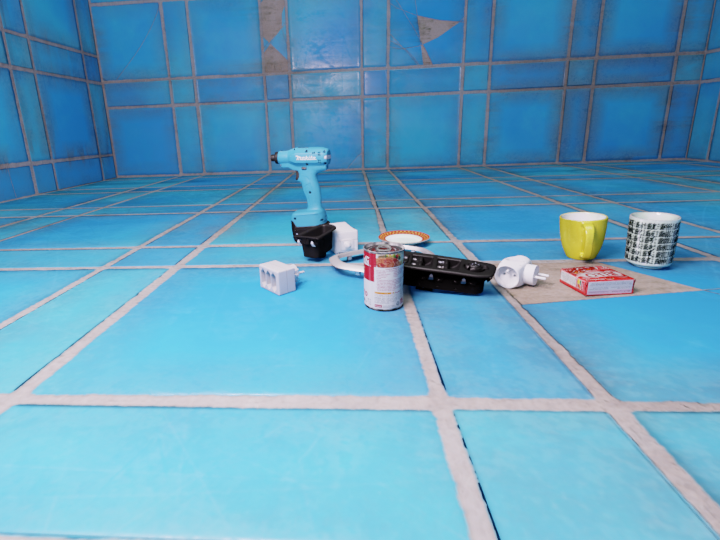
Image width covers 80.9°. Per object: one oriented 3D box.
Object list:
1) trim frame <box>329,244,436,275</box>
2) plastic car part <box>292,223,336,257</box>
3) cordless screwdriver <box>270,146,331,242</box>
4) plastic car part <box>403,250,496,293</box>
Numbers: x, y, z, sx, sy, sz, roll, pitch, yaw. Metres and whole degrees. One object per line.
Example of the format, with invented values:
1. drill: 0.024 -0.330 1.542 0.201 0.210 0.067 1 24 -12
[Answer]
1. trim frame: 0.052 -0.025 0.919 0.240 0.027 0.194 -13 22 -30
2. plastic car part: -0.096 -0.063 0.982 0.069 0.069 0.113 7 20 27
3. cordless screwdriver: -0.156 -0.200 1.122 0.163 0.244 0.074 3 16 15
4. plastic car part: 0.135 0.006 0.757 0.209 0.066 0.065 4 18 17
